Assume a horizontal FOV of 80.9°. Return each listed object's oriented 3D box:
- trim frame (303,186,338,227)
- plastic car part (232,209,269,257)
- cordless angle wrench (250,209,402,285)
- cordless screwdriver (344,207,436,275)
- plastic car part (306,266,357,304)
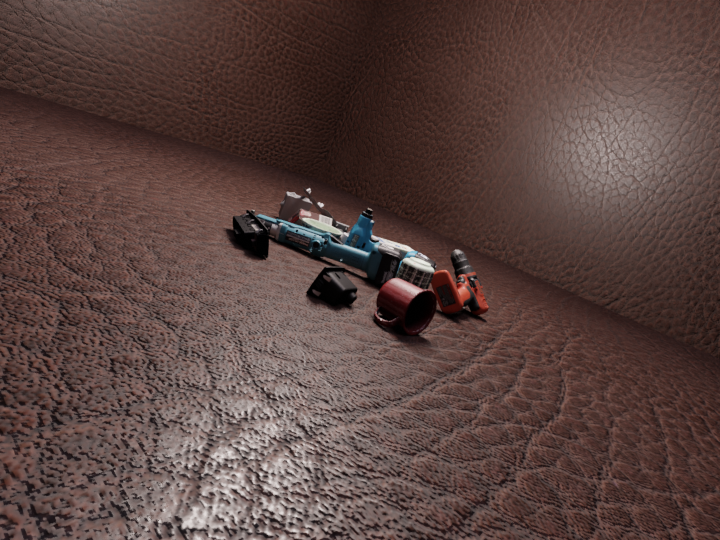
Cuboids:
[{"bbox_3d":[-0.110,-0.181,1.398,0.243,0.027,0.188,53,0,-13],"label":"trim frame"},{"bbox_3d":[-0.263,-0.090,0.989,0.065,0.065,0.213,-11,26,-18],"label":"plastic car part"},{"bbox_3d":[-0.107,-0.070,1.095,0.432,0.097,0.073,19,12,11],"label":"cordless angle wrench"},{"bbox_3d":[0.082,-0.052,1.136,0.256,0.158,0.072,27,13,14],"label":"cordless screwdriver"},{"bbox_3d":[-0.041,0.036,0.830,0.074,0.066,0.112,43,17,21],"label":"plastic car part"}]
